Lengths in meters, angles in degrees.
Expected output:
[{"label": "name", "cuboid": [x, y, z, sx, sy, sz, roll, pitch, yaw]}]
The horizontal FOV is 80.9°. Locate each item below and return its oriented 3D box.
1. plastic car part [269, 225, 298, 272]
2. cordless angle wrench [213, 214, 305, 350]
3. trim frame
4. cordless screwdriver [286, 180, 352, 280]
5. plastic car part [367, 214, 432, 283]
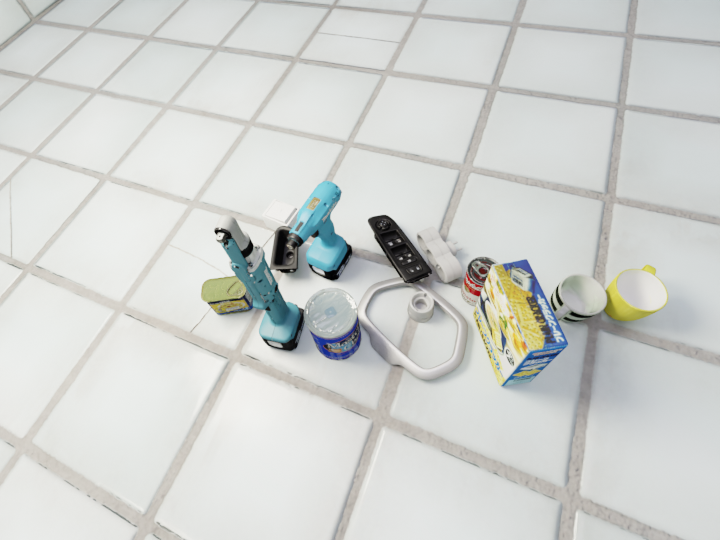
[{"label": "plastic car part", "cuboid": [-0.173, -0.040, 1.006, 0.067, 0.068, 0.120, -3, 59, 5]}, {"label": "cordless angle wrench", "cuboid": [-0.177, 0.031, 0.763, 0.076, 0.407, 0.099, 10, 61, 10]}, {"label": "trim frame", "cuboid": [0.106, 0.114, 0.892, 0.182, 0.026, 0.261, -41, 61, -16]}, {"label": "cordless screwdriver", "cuboid": [-0.088, -0.058, 0.902, 0.077, 0.240, 0.159, 24, 65, 17]}, {"label": "plastic car part", "cuboid": [0.083, -0.049, 0.972, 0.066, 0.064, 0.212, -25, 59, -8]}]
